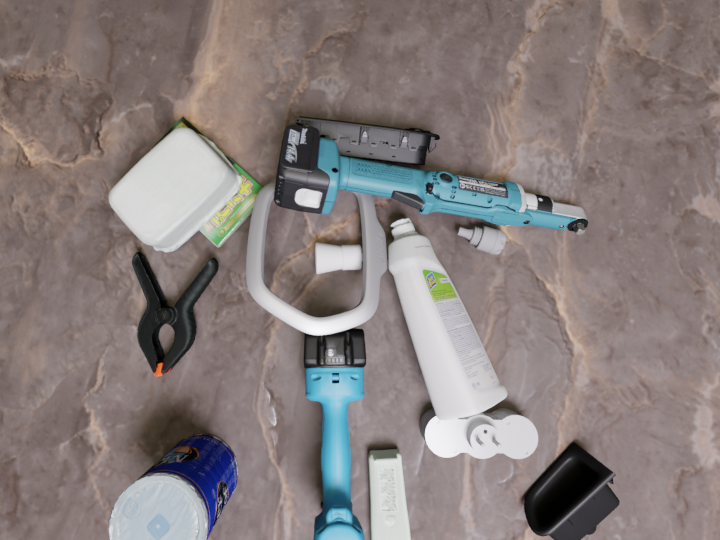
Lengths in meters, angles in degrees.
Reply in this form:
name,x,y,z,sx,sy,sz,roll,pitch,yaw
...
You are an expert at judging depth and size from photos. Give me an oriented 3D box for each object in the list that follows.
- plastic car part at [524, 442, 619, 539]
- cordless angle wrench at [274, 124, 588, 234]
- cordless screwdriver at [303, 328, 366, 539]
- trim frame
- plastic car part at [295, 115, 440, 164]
name,x,y,z,sx,sy,sz,roll,pitch,yaw
plastic car part,0.266,0.290,0.523,0.070,0.067,0.116,43,89,-10
cordless angle wrench,0.101,-0.103,0.561,0.418,0.073,0.100,9,54,-6
cordless screwdriver,-0.032,0.202,0.520,0.074,0.156,0.255,0,68,-5
trim frame,-0.054,-0.035,0.553,0.183,0.027,0.256,1,59,-5
plastic car part,0.011,-0.179,0.594,0.204,0.066,0.067,3,93,2
